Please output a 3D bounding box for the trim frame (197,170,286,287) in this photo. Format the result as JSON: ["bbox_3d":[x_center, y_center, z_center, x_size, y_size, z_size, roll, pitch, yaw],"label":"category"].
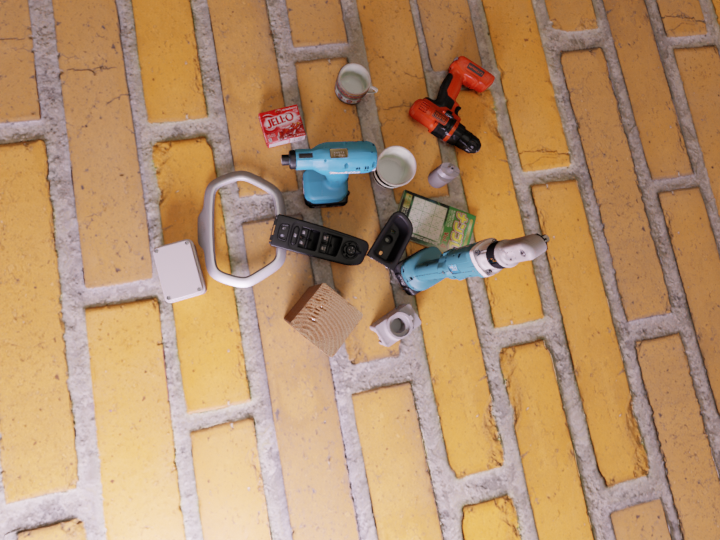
[{"bbox_3d":[-0.246,-0.089,0.880,0.182,0.028,0.250,-3,82,-8],"label":"trim frame"}]

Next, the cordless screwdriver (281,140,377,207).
[{"bbox_3d":[-0.076,-0.180,0.803,0.157,0.251,0.075,-4,86,-12],"label":"cordless screwdriver"}]

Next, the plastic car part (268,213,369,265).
[{"bbox_3d":[-0.086,-0.056,0.877,0.201,0.067,0.067,14,81,-6],"label":"plastic car part"}]

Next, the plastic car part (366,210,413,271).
[{"bbox_3d":[0.062,-0.062,0.896,0.065,0.071,0.116,31,79,-6],"label":"plastic car part"}]

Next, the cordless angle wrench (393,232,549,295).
[{"bbox_3d":[0.166,-0.013,0.724,0.097,0.427,0.074,-31,93,-14],"label":"cordless angle wrench"}]
